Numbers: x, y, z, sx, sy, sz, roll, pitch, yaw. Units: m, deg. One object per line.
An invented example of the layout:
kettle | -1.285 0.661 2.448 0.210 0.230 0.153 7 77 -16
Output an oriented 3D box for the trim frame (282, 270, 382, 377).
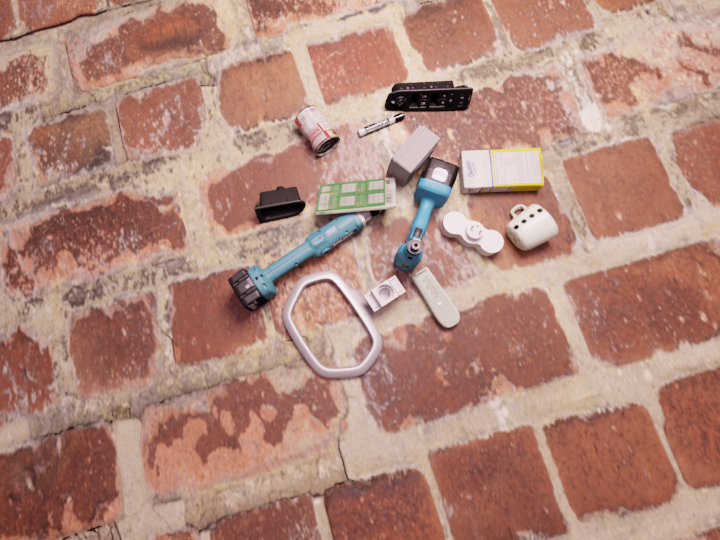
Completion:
trim frame | -0.062 0.119 0.938 0.184 0.027 0.255 -35 76 -3

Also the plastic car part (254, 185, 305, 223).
plastic car part | -0.191 -0.164 0.994 0.116 0.064 0.073 -14 65 -3

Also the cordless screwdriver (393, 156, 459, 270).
cordless screwdriver | 0.139 -0.125 0.908 0.075 0.157 0.250 21 79 3

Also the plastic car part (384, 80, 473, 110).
plastic car part | 0.159 -0.426 1.019 0.204 0.064 0.068 -4 70 3

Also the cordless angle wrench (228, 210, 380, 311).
cordless angle wrench | -0.093 -0.061 0.948 0.420 0.096 0.076 -34 78 -7
